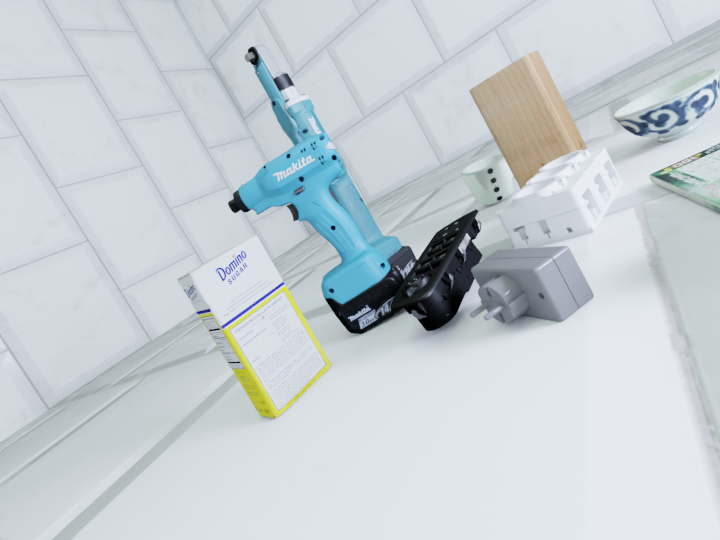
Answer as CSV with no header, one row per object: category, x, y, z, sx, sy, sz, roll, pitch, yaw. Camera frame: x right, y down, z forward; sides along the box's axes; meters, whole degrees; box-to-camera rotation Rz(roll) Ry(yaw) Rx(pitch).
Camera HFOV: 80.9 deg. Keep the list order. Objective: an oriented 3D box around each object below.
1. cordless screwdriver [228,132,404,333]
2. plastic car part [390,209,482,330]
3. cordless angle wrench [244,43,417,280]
cordless screwdriver,-0.054,-0.036,0.556,0.161,0.246,0.074,-29,5,11
plastic car part,0.093,0.002,0.473,0.068,0.066,0.199,-24,11,38
cordless angle wrench,-0.054,-0.158,0.657,0.096,0.419,0.077,-33,6,-36
